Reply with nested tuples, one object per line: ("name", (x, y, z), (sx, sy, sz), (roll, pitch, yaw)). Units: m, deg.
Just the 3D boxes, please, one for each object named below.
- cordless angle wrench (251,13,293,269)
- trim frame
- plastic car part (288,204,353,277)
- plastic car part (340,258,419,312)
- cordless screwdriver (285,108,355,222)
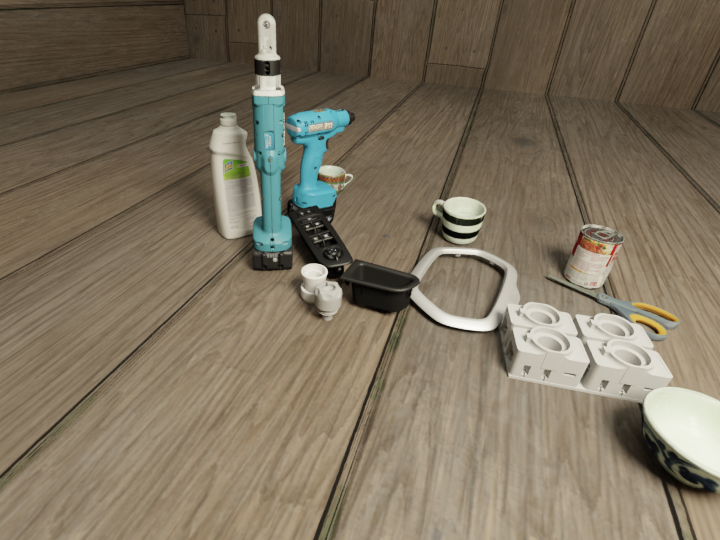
("cordless angle wrench", (-0.153, -0.194, 0.715), (0.073, 0.412, 0.102), (-1, 33, -10))
("trim frame", (0.186, 0.024, 0.754), (0.192, 0.027, 0.245), (18, 37, 22))
("plastic car part", (-0.080, -0.052, 0.819), (0.064, 0.065, 0.214), (-11, 36, -22))
("plastic car part", (0.032, 0.035, 0.691), (0.121, 0.069, 0.065), (17, 35, 20))
("cordless screwdriver", (-0.084, -0.222, 0.915), (0.154, 0.242, 0.079), (-21, 41, -34))
